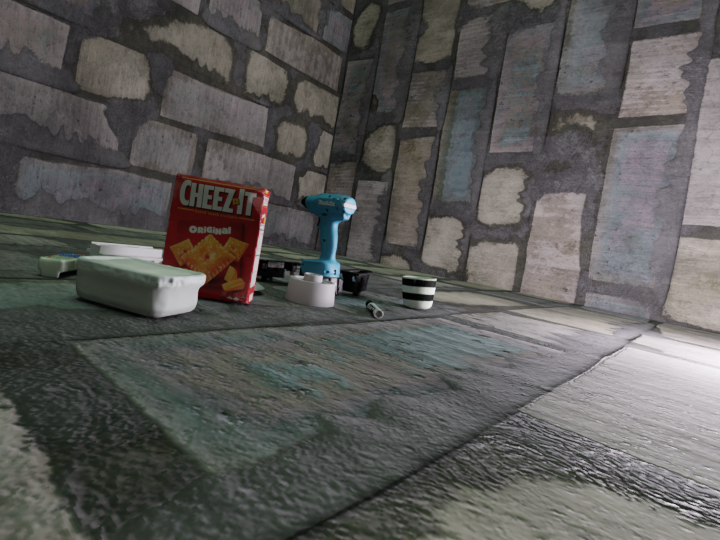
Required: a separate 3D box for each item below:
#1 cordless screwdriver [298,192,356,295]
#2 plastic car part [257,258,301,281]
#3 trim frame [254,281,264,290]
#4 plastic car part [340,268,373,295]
[{"bbox_3d":[-0.102,-0.067,1.041,0.168,0.248,0.070,11,2,40],"label":"cordless screwdriver"},{"bbox_3d":[-0.263,-0.007,1.118,0.200,0.067,0.067,9,3,-7],"label":"plastic car part"},{"bbox_3d":[-0.316,0.017,0.940,0.175,0.027,0.262,6,5,-39],"label":"trim frame"},{"bbox_3d":[-0.010,0.033,1.129,0.069,0.071,0.111,11,4,29],"label":"plastic car part"}]
